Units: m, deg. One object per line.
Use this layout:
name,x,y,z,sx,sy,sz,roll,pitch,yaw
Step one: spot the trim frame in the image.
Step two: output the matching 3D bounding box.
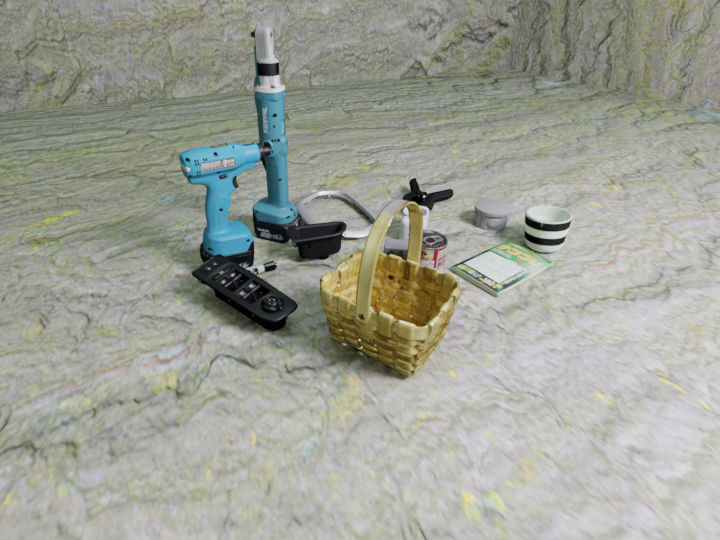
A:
trim frame,-0.053,-0.139,1.023,0.179,0.027,0.263,-16,37,-22

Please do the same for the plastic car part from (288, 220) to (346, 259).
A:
plastic car part,-0.084,-0.055,0.857,0.115,0.069,0.069,-6,33,-9

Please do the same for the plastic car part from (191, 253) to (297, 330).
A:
plastic car part,-0.195,0.044,0.713,0.213,0.065,0.065,23,38,31

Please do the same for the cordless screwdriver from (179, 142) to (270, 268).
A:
cordless screwdriver,-0.240,-0.118,0.798,0.154,0.242,0.079,-17,37,-27

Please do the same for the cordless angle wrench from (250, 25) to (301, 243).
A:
cordless angle wrench,-0.178,-0.258,0.855,0.101,0.411,0.074,14,34,17
